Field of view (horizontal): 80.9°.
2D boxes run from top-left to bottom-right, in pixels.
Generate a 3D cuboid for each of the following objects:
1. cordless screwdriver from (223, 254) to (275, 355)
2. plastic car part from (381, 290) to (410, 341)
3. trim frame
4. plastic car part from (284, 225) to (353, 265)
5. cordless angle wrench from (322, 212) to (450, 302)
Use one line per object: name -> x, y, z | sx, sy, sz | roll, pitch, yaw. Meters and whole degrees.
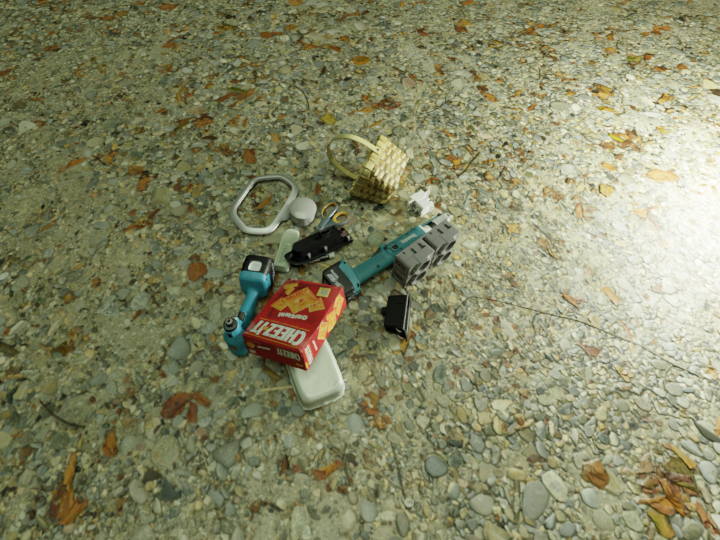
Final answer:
cordless screwdriver -> -0.279, 0.070, 1.044 | 0.075, 0.154, 0.254 | 8, 56, 2
plastic car part -> 0.088, 0.111, 1.066 | 0.073, 0.063, 0.119 | -2, 53, 15
trim frame -> -0.293, -0.208, 1.300 | 0.189, 0.027, 0.250 | 17, 58, 13
plastic car part -> -0.114, -0.075, 1.170 | 0.199, 0.065, 0.069 | -29, 63, -23
cordless angle wrench -> 0.089, -0.050, 1.161 | 0.416, 0.072, 0.102 | -31, 63, -20
